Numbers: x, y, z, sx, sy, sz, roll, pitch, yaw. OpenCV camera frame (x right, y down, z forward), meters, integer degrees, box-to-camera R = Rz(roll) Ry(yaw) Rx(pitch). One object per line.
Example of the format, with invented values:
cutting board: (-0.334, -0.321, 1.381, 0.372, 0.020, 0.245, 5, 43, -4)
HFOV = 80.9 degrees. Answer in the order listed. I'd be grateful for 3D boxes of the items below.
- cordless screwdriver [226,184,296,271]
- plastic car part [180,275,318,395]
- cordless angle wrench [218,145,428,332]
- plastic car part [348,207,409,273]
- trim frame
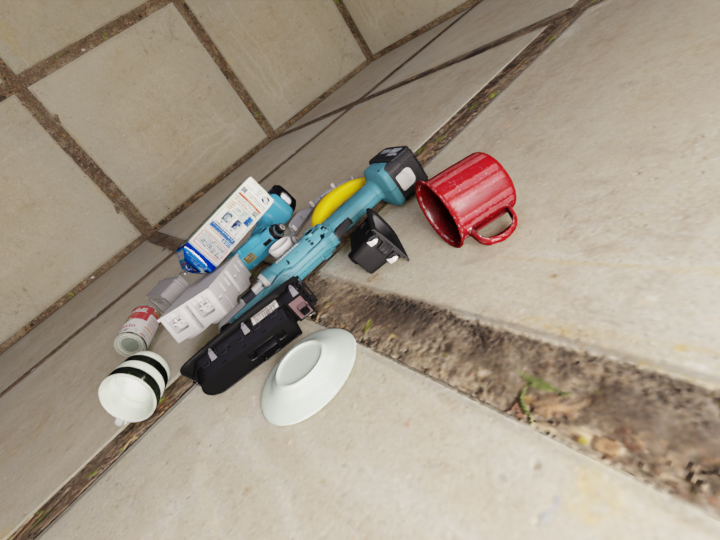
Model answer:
cordless screwdriver: (-0.200, -0.107, 0.936, 0.162, 0.072, 0.253, -35, 26, 29)
plastic car part: (-0.142, 0.098, 0.562, 0.203, 0.063, 0.071, -34, 49, 1)
cordless angle wrench: (-0.068, -0.045, 0.696, 0.421, 0.071, 0.102, -44, 25, -10)
plastic car part: (0.013, -0.036, 0.597, 0.071, 0.064, 0.120, -46, 19, 12)
trim frame: (-0.075, -0.133, 0.899, 0.191, 0.026, 0.250, -17, 33, 37)
